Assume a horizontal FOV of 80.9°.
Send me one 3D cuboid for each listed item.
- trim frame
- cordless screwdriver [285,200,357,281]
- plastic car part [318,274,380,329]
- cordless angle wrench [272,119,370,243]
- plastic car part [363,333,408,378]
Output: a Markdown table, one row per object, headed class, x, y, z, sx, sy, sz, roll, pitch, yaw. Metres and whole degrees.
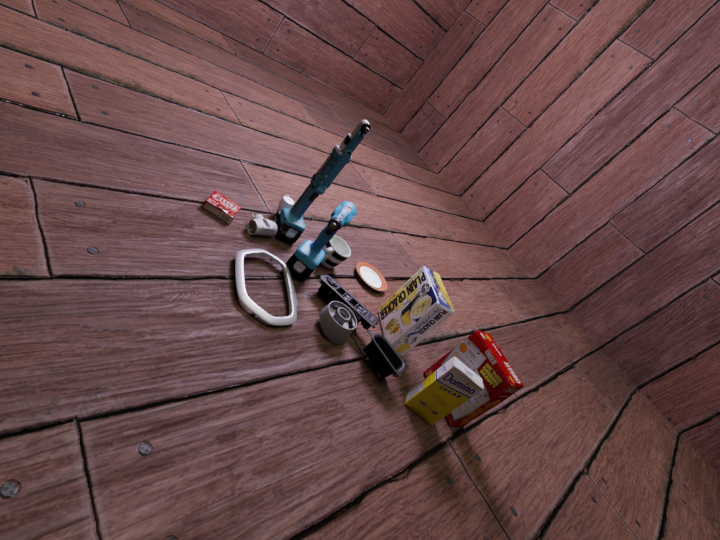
| class | x | y | z | sx | sy | sz | roll | pitch | yaw |
| --- | --- | --- | --- | --- | --- | --- | --- | --- | --- |
| trim frame | -0.232 | 0.036 | 1.057 | 0.175 | 0.028 | 0.260 | 20 | 33 | -34 |
| cordless screwdriver | -0.110 | -0.072 | 1.127 | 0.074 | 0.250 | 0.159 | 40 | 28 | -5 |
| plastic car part | -0.042 | 0.092 | 1.167 | 0.207 | 0.067 | 0.064 | 45 | 28 | 10 |
| cordless angle wrench | -0.112 | -0.253 | 1.203 | 0.071 | 0.426 | 0.102 | 23 | 34 | -33 |
| plastic car part | 0.054 | 0.226 | 1.082 | 0.120 | 0.071 | 0.063 | 50 | 28 | 16 |
